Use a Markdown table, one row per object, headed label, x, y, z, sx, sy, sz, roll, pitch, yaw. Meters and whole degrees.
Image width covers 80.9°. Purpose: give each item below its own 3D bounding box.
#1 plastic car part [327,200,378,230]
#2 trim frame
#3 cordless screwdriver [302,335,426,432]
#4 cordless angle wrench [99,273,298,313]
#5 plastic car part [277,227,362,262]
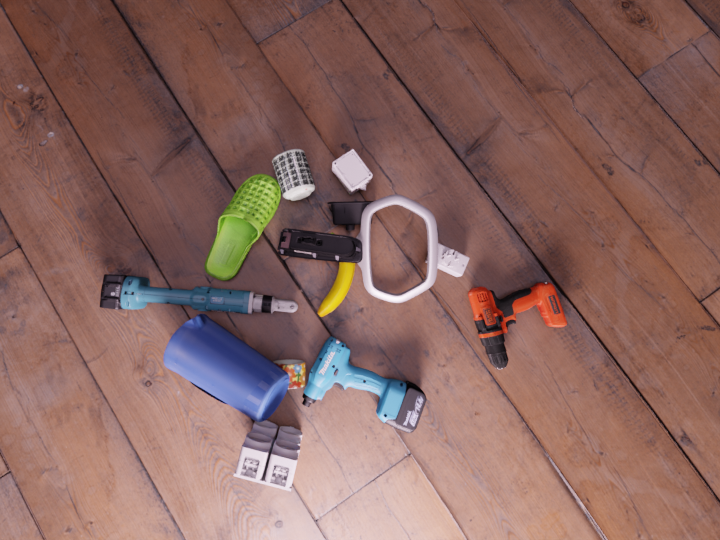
| label | x | y | z | sx | sy | sz | roll | pitch | yaw |
| --- | --- | --- | --- | --- | --- | --- | --- | --- | --- |
| plastic car part | -0.017 | -0.130 | 0.994 | 0.117 | 0.066 | 0.070 | -4 | 97 | 1 |
| trim frame | 0.080 | -0.047 | 0.956 | 0.187 | 0.027 | 0.245 | -1 | 100 | 9 |
| cordless screwdriver | 0.004 | 0.270 | 0.919 | 0.253 | 0.073 | 0.159 | 27 | 82 | 8 |
| cordless angle wrench | -0.351 | 0.063 | 0.946 | 0.421 | 0.098 | 0.075 | 5 | 86 | -3 |
| plastic car part | -0.094 | -0.061 | 0.958 | 0.207 | 0.065 | 0.067 | 9 | 73 | 12 |
